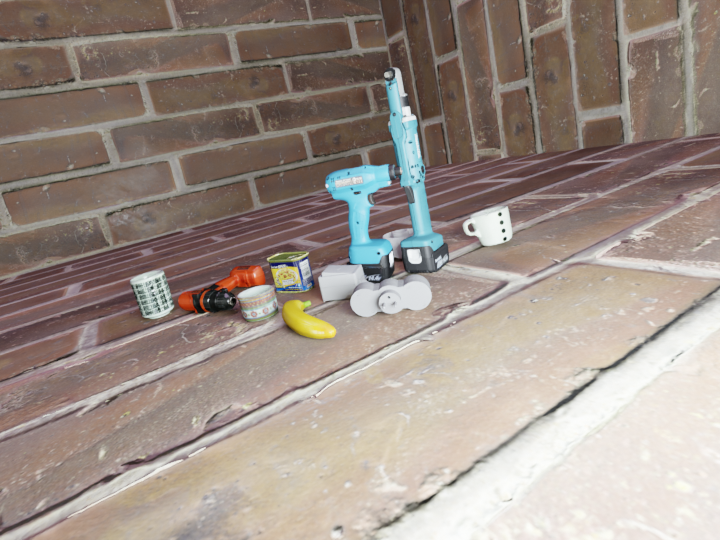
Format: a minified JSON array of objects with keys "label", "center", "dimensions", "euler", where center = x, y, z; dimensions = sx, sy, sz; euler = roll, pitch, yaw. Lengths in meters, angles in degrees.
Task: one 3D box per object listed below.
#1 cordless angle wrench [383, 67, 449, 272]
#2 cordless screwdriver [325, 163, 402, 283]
[{"label":"cordless angle wrench","center":[0.105,-0.205,0.885],"dimensions":[0.078,0.416,0.095],"euler":[-3,15,38]},{"label":"cordless screwdriver","center":[0.027,-0.099,0.895],"dimensions":[0.164,0.244,0.073],"euler":[-6,13,23]}]
